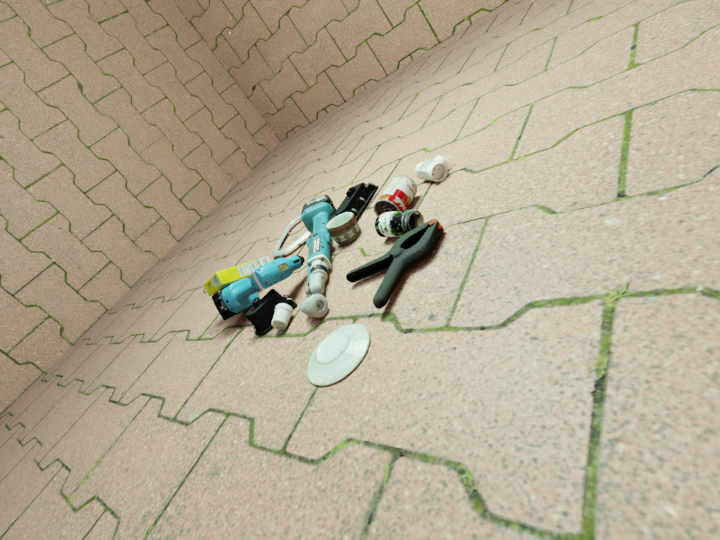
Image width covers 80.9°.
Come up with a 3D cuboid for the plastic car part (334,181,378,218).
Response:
[{"bbox_3d":[-0.017,-0.191,1.185,0.069,0.064,0.204,-10,39,36],"label":"plastic car part"}]

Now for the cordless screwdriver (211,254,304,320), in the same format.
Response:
[{"bbox_3d":[-0.256,0.035,1.063,0.255,0.075,0.155,-29,0,40],"label":"cordless screwdriver"}]

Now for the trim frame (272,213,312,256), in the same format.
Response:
[{"bbox_3d":[-0.203,-0.125,1.358,0.189,0.026,0.252,-24,31,27],"label":"trim frame"}]

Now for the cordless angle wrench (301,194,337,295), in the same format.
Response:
[{"bbox_3d":[-0.106,-0.069,1.085,0.099,0.071,0.436,-22,31,10],"label":"cordless angle wrench"}]

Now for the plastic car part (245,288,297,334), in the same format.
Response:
[{"bbox_3d":[-0.215,0.087,0.972,0.116,0.068,0.069,-41,21,-11],"label":"plastic car part"}]
